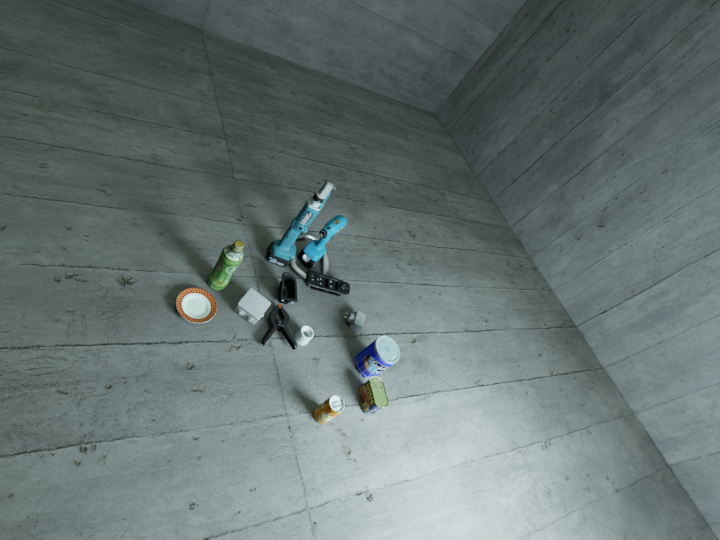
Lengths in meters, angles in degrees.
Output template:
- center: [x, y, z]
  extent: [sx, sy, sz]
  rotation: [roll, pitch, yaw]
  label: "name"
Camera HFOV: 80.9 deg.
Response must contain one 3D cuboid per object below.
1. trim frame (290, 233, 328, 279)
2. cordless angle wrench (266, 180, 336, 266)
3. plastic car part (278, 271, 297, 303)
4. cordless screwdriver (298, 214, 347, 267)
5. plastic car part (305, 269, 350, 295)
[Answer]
- center: [-0.206, -0.054, 1.723]
  extent: [0.177, 0.028, 0.257]
  rotation: [16, 45, -25]
  label: "trim frame"
- center: [-0.213, -0.167, 1.513]
  extent: [0.094, 0.426, 0.076]
  rotation: [24, 44, -22]
  label: "cordless angle wrench"
- center: [-0.269, 0.073, 1.521]
  extent: [0.063, 0.071, 0.121]
  rotation: [17, 45, -27]
  label: "plastic car part"
- center: [-0.159, -0.104, 1.631]
  extent: [0.075, 0.250, 0.156]
  rotation: [45, 40, 2]
  label: "cordless screwdriver"
- center: [-0.131, 0.060, 1.640]
  extent: [0.194, 0.067, 0.069]
  rotation: [15, 46, -26]
  label: "plastic car part"
